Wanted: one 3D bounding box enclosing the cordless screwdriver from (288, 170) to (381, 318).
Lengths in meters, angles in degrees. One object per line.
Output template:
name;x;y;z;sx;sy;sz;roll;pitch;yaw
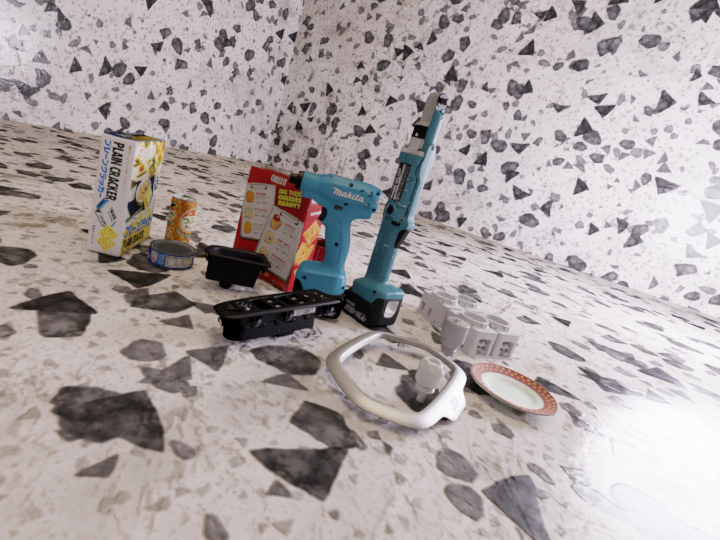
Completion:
cordless screwdriver;-0.073;-0.048;0.747;0.159;0.247;0.075;16;14;-2

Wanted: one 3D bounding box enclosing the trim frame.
trim frame;0.057;0.147;0.602;0.193;0.027;0.239;23;17;25

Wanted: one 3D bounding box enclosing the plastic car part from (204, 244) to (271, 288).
plastic car part;-0.230;-0.001;0.764;0.112;0.070;0.069;9;16;-25

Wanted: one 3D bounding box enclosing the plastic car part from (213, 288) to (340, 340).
plastic car part;-0.128;0.066;0.633;0.193;0.066;0.070;0;21;-45

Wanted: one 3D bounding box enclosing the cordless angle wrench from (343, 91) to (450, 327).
cordless angle wrench;0.071;-0.104;0.760;0.071;0.419;0.104;4;19;-43
